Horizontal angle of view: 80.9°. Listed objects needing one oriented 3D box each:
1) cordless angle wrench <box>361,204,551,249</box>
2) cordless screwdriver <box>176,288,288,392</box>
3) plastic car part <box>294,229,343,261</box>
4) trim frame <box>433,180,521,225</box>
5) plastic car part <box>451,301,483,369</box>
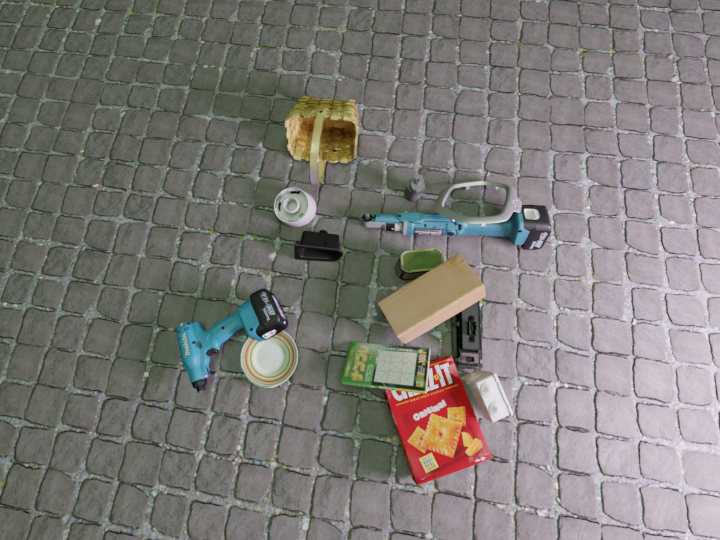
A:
[{"bbox_3d":[0.215,-0.110,1.011,0.429,0.094,0.076,3,57,8],"label":"cordless angle wrench"},{"bbox_3d":[-0.284,0.153,0.942,0.249,0.071,0.165,-25,65,3],"label":"cordless screwdriver"},{"bbox_3d":[-0.100,-0.066,1.027,0.116,0.064,0.073,2,60,-2],"label":"plastic car part"},{"bbox_3d":[0.272,-0.160,0.981,0.191,0.027,0.246,7,32,23],"label":"trim frame"},{"bbox_3d":[0.242,0.115,0.954,0.067,0.065,0.206,0,71,8],"label":"plastic car part"}]
